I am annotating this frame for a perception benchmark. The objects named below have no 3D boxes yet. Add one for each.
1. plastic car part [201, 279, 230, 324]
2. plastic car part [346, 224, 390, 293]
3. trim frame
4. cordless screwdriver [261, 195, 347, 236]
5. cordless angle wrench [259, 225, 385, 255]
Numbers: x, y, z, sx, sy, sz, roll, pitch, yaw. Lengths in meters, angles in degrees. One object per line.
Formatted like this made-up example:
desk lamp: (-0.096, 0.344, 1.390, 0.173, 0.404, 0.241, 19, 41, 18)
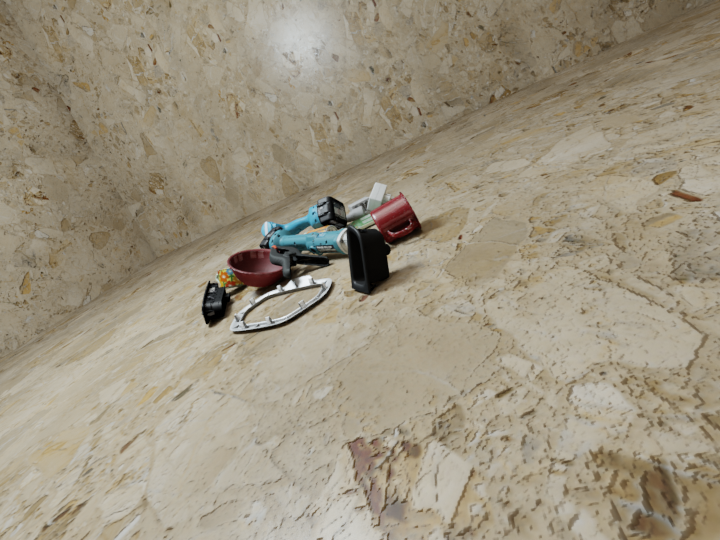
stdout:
plastic car part: (-0.362, 0.080, 1.060, 0.066, 0.065, 0.208, -2, 13, -10)
plastic car part: (0.020, -0.025, 0.745, 0.068, 0.116, 0.068, -6, 5, -25)
trim frame: (-0.169, 0.065, 0.873, 0.258, 0.027, 0.181, -15, 20, 37)
cordless screwdriver: (-0.156, -0.132, 1.268, 0.256, 0.076, 0.151, -16, -20, 26)
cordless angle wrench: (-0.103, -0.067, 1.048, 0.443, 0.093, 0.074, 1, 48, 49)
